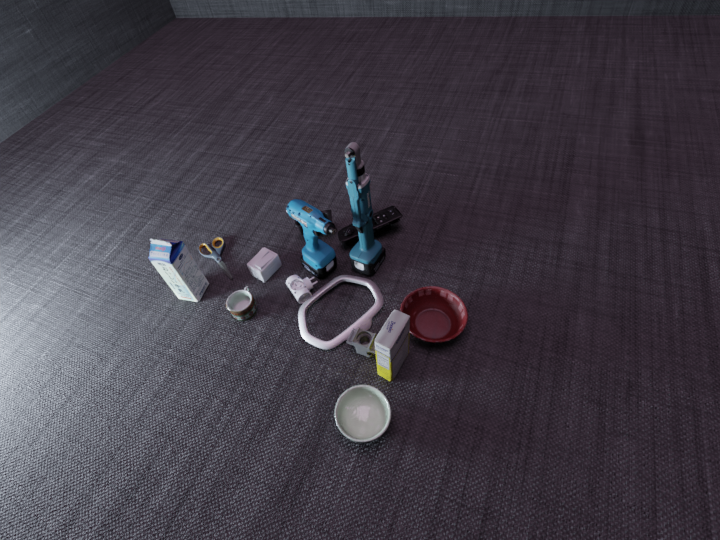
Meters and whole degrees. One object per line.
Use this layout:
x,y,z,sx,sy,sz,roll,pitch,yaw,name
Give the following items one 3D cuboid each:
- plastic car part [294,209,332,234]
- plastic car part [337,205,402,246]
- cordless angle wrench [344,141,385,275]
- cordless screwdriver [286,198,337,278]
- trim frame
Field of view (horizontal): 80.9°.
-0.144,-0.142,1.335,0.117,0.068,0.068,-8,50,4,plastic car part
0.026,-0.129,1.290,0.201,0.064,0.070,-21,50,-6,plastic car part
0.003,-0.150,1.088,0.078,0.406,0.097,22,56,24,cordless angle wrench
-0.113,-0.074,1.160,0.168,0.238,0.073,33,62,31,cordless screwdriver
-0.055,0.107,1.136,0.245,0.026,0.194,-38,53,-19,trim frame
